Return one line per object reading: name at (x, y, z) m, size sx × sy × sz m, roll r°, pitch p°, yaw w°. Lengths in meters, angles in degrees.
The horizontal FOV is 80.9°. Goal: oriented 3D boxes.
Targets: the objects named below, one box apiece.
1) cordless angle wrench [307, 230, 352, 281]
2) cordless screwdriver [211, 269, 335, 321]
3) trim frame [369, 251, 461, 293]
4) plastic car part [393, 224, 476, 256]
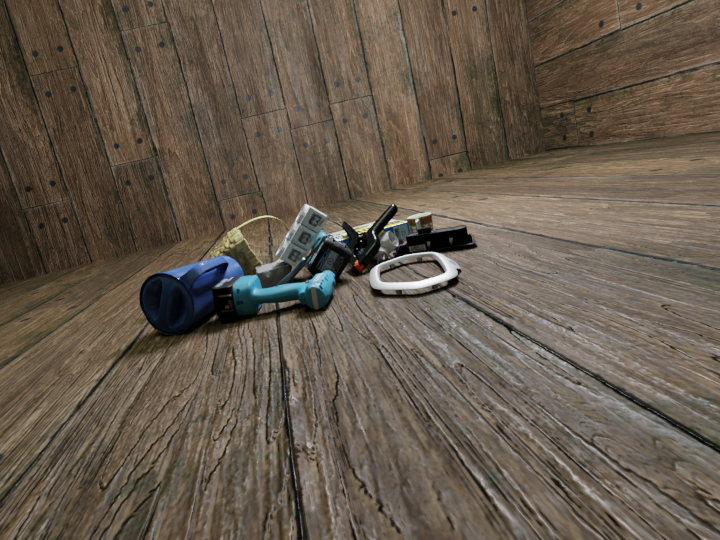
cordless angle wrench at (-0.113, -0.074, 1.157) m, size 0.072 × 0.098 × 0.436 m, roll 28°, pitch 7°, yaw -18°
cordless screwdriver at (-0.176, 0.041, 0.897) m, size 0.254 × 0.073 × 0.159 m, roll -6°, pitch 14°, yaw 12°
trim frame at (0.110, 0.002, 0.878) m, size 0.186 × 0.027 × 0.250 m, roll -13°, pitch 13°, yaw 5°
plastic car part at (0.182, -0.077, 1.051) m, size 0.211 × 0.066 × 0.064 m, roll -3°, pitch 8°, yaw 27°
